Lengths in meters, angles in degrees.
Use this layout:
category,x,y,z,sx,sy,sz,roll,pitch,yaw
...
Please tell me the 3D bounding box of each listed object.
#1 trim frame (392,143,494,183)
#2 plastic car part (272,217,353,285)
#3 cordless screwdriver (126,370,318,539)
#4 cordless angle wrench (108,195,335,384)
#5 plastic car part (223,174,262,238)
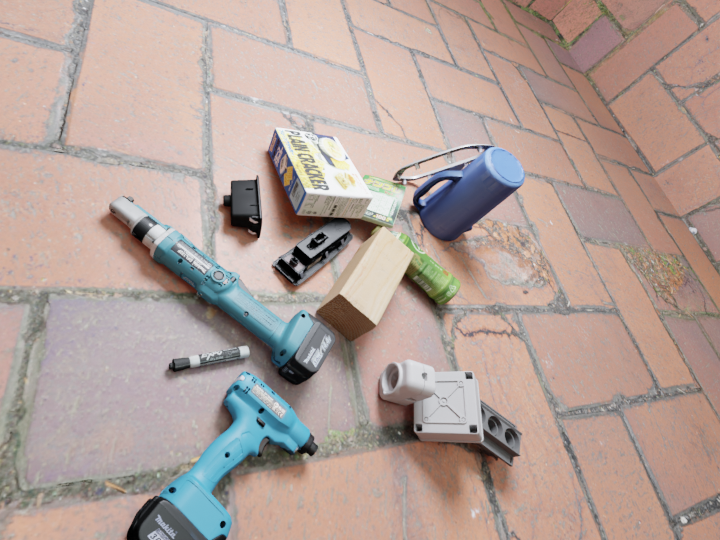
category,x,y,z,sx,sy,sz,roll,pitch,yaw
trim frame,0.196,-0.254,1.023,0.177,0.256,0.028,-9,84,-64
plastic car part,-0.082,-0.053,0.835,0.068,0.066,0.199,35,42,15
cordless screwdriver,-0.165,0.273,0.556,0.158,0.075,0.247,40,44,-4
cordless angle wrench,-0.234,0.020,0.687,0.422,0.075,0.097,38,48,-1
plastic car part,-0.224,-0.126,0.801,0.069,0.065,0.121,-3,59,-19
